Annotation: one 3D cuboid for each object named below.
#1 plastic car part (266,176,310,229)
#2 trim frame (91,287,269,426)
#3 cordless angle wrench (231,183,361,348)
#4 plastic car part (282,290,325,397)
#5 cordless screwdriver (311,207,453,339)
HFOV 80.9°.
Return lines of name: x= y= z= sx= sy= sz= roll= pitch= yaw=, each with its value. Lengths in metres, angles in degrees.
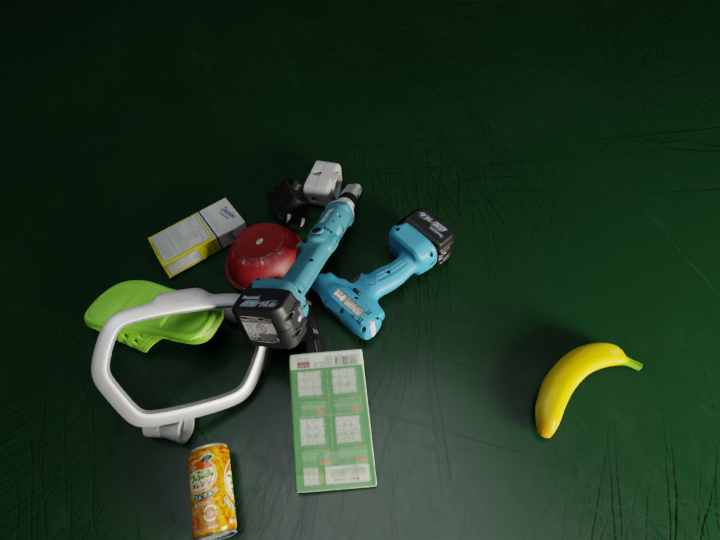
plastic car part: x=-0.141 y=-0.147 z=0.851 sx=0.071 sy=0.062 sz=0.122 roll=-48 pitch=50 yaw=26
trim frame: x=-0.250 y=0.119 z=0.613 sx=0.240 sy=0.028 sz=0.185 roll=-8 pitch=87 yaw=-24
cordless angle wrench: x=-0.072 y=-0.047 z=0.736 sx=0.102 sy=0.071 sz=0.424 roll=-2 pitch=37 yaw=24
plastic car part: x=-0.101 y=0.098 z=0.685 sx=0.066 sy=0.064 sz=0.212 roll=-18 pitch=51 yaw=0
cordless screwdriver: x=0.034 y=-0.012 z=0.742 sx=0.246 sy=0.071 sz=0.167 roll=-42 pitch=60 yaw=-18
